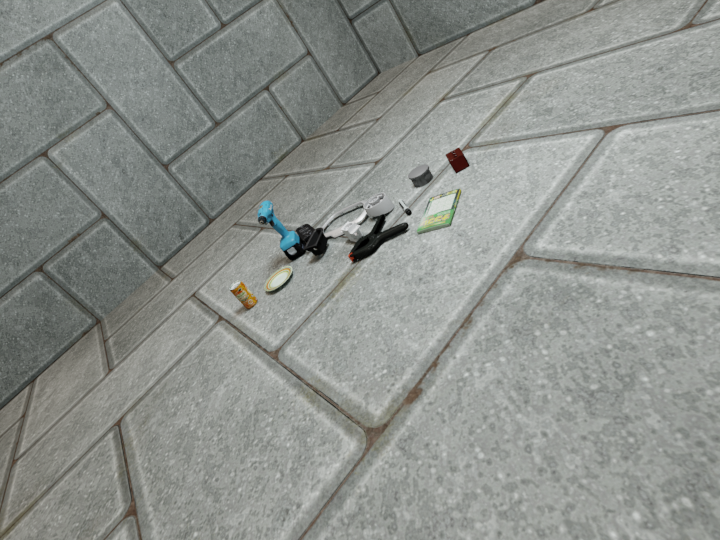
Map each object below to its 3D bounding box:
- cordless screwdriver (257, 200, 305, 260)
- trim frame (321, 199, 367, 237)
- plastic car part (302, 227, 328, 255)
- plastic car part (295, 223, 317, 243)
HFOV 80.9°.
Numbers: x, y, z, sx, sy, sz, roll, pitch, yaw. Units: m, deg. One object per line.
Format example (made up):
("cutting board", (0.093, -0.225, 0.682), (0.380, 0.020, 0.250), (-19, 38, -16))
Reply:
("cordless screwdriver", (-0.312, -0.146, 1.638), (0.075, 0.239, 0.164), (-30, 26, 14))
("trim frame", (-0.063, -0.197, 1.656), (0.256, 0.026, 0.186), (-20, 32, 30))
("plastic car part", (-0.153, -0.100, 1.568), (0.068, 0.068, 0.117), (-17, 33, 36))
("plastic car part", (-0.212, -0.145, 1.708), (0.066, 0.064, 0.212), (-39, 27, -3))
